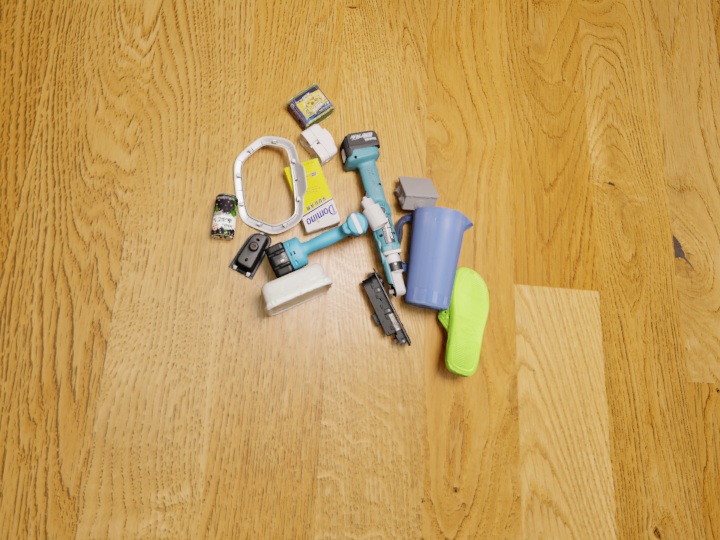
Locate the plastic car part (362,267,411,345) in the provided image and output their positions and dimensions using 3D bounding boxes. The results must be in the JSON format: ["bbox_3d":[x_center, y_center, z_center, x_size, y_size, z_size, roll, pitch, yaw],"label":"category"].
[{"bbox_3d":[0.058,0.093,1.039,0.068,0.065,0.205,-23,84,12],"label":"plastic car part"}]

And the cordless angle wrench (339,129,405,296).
[{"bbox_3d":[0.045,-0.143,1.059,0.096,0.074,0.431,-12,77,-12],"label":"cordless angle wrench"}]

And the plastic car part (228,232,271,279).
[{"bbox_3d":[-0.259,-0.046,1.012,0.065,0.071,0.117,29,79,-7],"label":"plastic car part"}]

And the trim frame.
[{"bbox_3d":[-0.223,-0.214,1.047,0.186,0.027,0.251,-8,83,7],"label":"trim frame"}]

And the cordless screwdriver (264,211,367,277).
[{"bbox_3d":[-0.100,-0.065,1.020,0.249,0.158,0.074,-24,91,2],"label":"cordless screwdriver"}]
